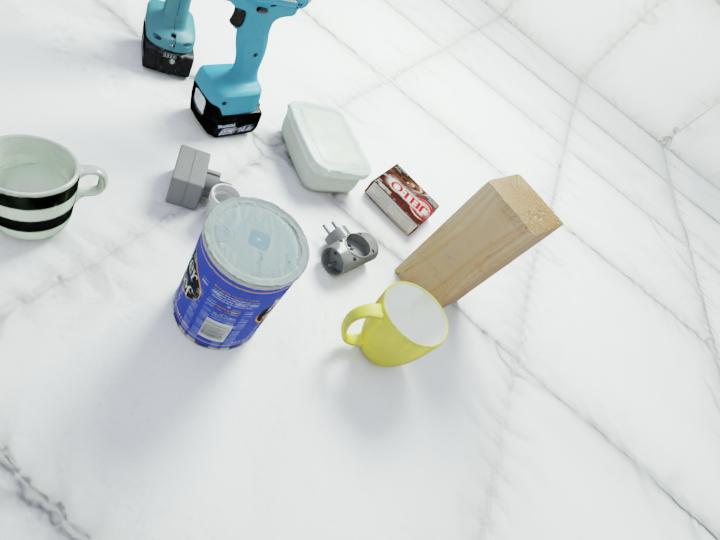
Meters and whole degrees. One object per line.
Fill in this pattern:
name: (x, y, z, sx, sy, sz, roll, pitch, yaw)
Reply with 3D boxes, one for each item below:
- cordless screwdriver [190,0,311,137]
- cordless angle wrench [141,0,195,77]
cordless screwdriver: (-0.178, -0.297, 0.577, 0.154, 0.250, 0.076, -22, 72, -43)
cordless angle wrench: (-0.221, -0.461, 0.558, 0.071, 0.426, 0.102, 4, 56, -34)
